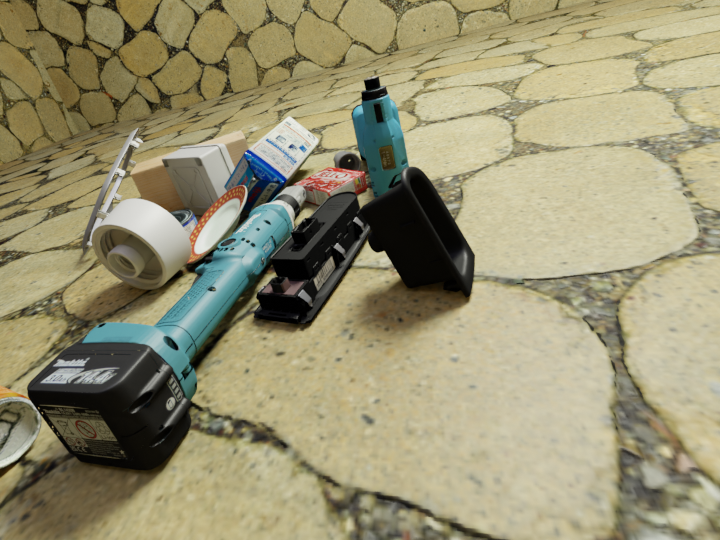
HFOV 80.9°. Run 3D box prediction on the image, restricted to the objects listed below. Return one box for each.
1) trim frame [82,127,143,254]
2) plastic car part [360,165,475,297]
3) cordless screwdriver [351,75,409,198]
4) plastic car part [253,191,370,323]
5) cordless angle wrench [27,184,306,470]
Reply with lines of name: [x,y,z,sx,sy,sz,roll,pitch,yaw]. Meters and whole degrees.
trim frame: [-0.417,-0.137,0.717,0.186,0.026,0.257,-44,38,36]
plastic car part: [0.044,-0.031,0.376,0.073,0.113,0.066,-27,19,33]
cordless screwdriver: [0.026,-0.209,0.617,0.075,0.154,0.255,-12,28,5]
plastic car part: [-0.044,-0.029,0.455,0.069,0.065,0.201,-7,28,32]
cordless angle wrench: [-0.135,-0.006,0.451,0.101,0.072,0.425,-6,30,18]
